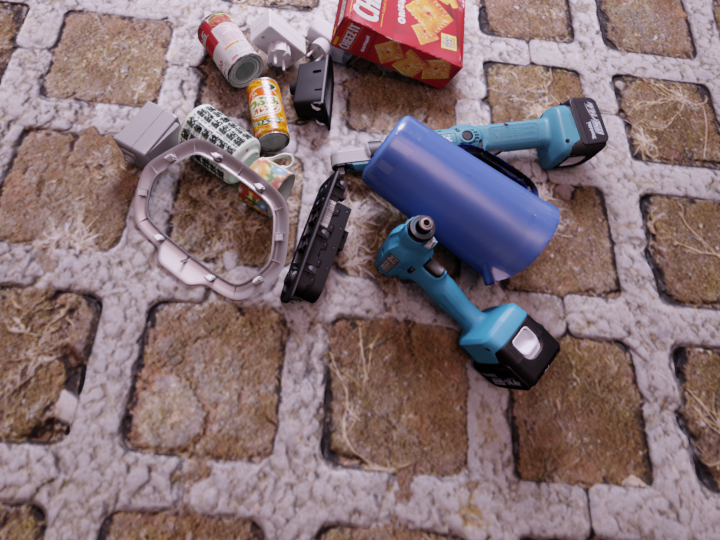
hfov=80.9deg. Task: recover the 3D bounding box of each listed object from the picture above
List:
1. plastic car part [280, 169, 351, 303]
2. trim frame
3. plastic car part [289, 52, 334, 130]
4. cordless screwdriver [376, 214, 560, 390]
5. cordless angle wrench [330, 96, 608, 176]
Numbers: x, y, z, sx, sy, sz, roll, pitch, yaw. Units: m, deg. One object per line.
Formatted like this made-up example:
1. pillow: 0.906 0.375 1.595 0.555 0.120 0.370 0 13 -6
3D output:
1. plastic car part: -0.059 -0.038 0.601 0.064 0.068 0.204 32 67 -24
2. trim frame: -0.209 -0.070 0.582 0.252 0.027 0.184 37 101 7
3. plastic car part: -0.081 -0.294 0.692 0.072 0.064 0.119 -3 67 7
4. cordless screwdriver: 0.132 0.035 0.534 0.253 0.158 0.074 44 71 7
5. cordless angle wrench: 0.161 -0.198 0.668 0.420 0.073 0.100 -8 76 -4
